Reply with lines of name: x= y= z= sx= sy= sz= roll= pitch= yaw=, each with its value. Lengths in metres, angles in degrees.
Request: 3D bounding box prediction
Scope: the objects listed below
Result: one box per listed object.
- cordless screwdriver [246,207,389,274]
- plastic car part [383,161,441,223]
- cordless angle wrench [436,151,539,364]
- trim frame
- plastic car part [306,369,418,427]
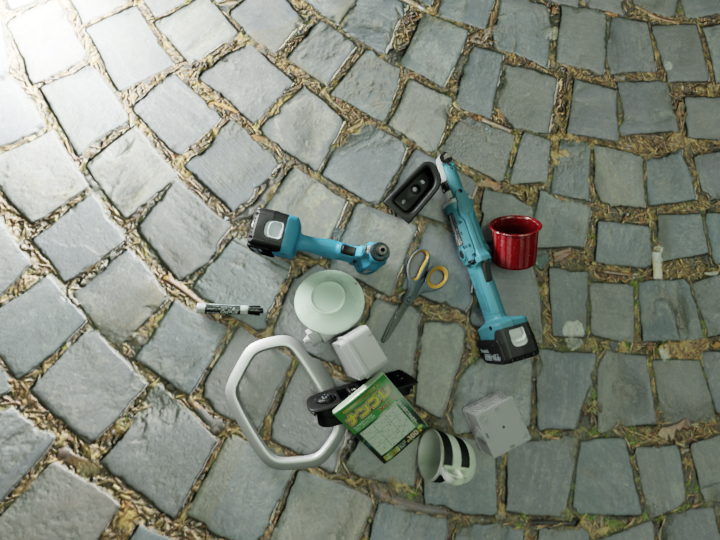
cordless screwdriver: x=-0.074 y=-0.048 z=0.756 sx=0.247 sy=0.159 sz=0.075 roll=14 pitch=81 yaw=-4
plastic car part: x=0.107 y=-0.157 z=0.839 sx=0.066 sy=0.071 sz=0.116 roll=42 pitch=94 yaw=-3
cordless angle wrench: x=0.225 y=-0.036 z=0.832 sx=0.073 sy=0.098 sz=0.430 roll=-14 pitch=79 yaw=-12
trim frame: x=-0.133 y=0.240 z=0.769 sx=0.182 sy=0.027 sz=0.251 roll=-33 pitch=84 yaw=-10
plastic car part: x=0.000 y=0.232 z=0.757 sx=0.198 sy=0.069 sz=0.066 roll=-6 pitch=105 yaw=-18
